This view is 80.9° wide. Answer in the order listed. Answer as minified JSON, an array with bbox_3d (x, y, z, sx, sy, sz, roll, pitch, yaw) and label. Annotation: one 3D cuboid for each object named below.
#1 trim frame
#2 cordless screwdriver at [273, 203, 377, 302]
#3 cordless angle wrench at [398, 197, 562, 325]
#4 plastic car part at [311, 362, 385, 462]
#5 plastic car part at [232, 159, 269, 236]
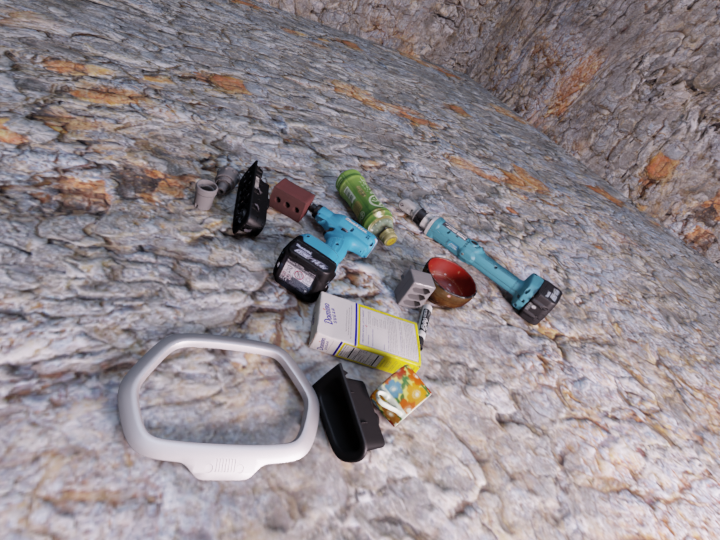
[{"bbox_3d":[-0.166,0.159,0.524,0.239,0.027,0.192,11,38,-23],"label":"trim frame"},{"bbox_3d":[-0.078,-0.051,0.799,0.163,0.074,0.245,34,33,9],"label":"cordless screwdriver"},{"bbox_3d":[0.259,-0.046,1.006,0.440,0.074,0.095,40,37,20],"label":"cordless angle wrench"},{"bbox_3d":[-0.008,0.192,0.561,0.067,0.066,0.122,14,39,-44],"label":"plastic car part"},{"bbox_3d":[-0.212,-0.132,0.830,0.064,0.067,0.210,40,26,-31],"label":"plastic car part"}]
